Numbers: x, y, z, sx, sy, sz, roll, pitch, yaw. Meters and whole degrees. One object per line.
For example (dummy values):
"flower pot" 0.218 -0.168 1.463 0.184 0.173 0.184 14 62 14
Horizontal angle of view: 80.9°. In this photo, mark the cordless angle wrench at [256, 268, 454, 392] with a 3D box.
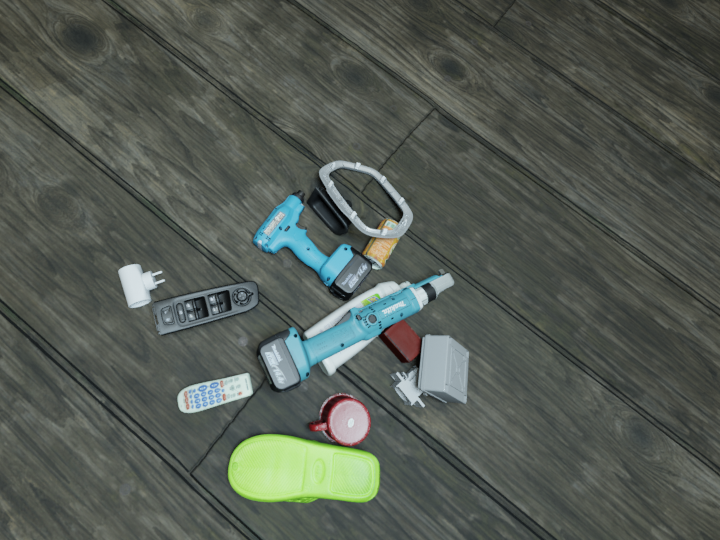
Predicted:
"cordless angle wrench" 0.012 0.097 0.806 0.414 0.074 0.100 -24 77 -20

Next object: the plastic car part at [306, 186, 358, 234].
"plastic car part" -0.054 -0.140 0.946 0.118 0.066 0.070 47 58 4

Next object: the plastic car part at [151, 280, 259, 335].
"plastic car part" -0.298 0.075 0.839 0.199 0.066 0.068 -16 70 -16

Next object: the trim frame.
"trim frame" 0.012 -0.164 0.930 0.178 0.027 0.259 -16 59 -31

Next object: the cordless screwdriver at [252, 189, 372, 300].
"cordless screwdriver" -0.089 -0.058 0.906 0.253 0.073 0.159 33 71 8
